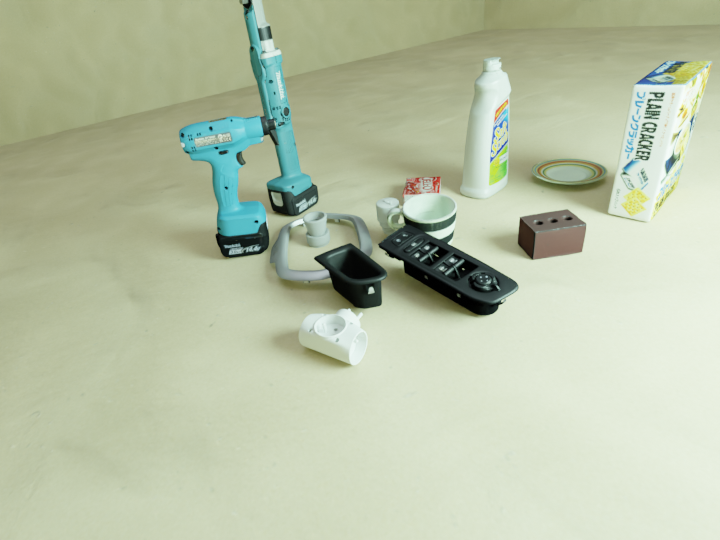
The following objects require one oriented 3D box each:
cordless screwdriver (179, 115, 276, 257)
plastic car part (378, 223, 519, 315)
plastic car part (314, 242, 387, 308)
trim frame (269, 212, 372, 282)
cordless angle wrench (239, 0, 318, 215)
[{"bbox_3d":[-0.210,-0.150,0.759,0.159,0.240,0.077,-11,31,-3],"label":"cordless screwdriver"},{"bbox_3d":[0.117,0.004,0.595,0.065,0.065,0.215,-28,37,-28],"label":"plastic car part"},{"bbox_3d":[-0.009,0.017,0.607,0.064,0.068,0.123,-23,35,-21],"label":"plastic car part"},{"bbox_3d":[-0.075,-0.049,0.763,0.184,0.026,0.257,-11,33,-1],"label":"trim frame"},{"bbox_3d":[-0.167,-0.315,0.842,0.078,0.408,0.096,17,39,35],"label":"cordless angle wrench"}]
